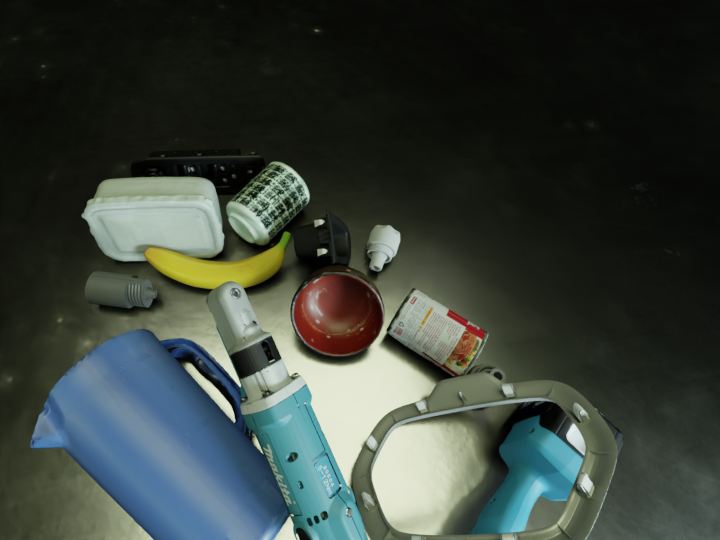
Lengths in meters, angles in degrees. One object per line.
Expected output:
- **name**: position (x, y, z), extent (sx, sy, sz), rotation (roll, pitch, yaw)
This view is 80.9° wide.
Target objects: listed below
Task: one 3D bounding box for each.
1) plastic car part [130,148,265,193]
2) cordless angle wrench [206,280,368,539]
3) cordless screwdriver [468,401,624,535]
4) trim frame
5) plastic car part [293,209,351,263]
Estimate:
- **plastic car part**: position (-0.247, -0.158, 0.648), extent (0.201, 0.064, 0.069), rotation (-5, 52, -5)
- **cordless angle wrench**: position (-0.030, 0.203, 0.348), extent (0.072, 0.100, 0.428), rotation (-18, 80, -50)
- **cordless screwdriver**: position (0.154, 0.219, 0.391), extent (0.076, 0.156, 0.246), rotation (43, 65, 12)
- **trim frame**: position (0.097, 0.173, 0.398), extent (0.255, 0.027, 0.185), rotation (-23, 24, 28)
- **plastic car part**: position (-0.055, -0.036, 0.566), extent (0.072, 0.114, 0.066), rotation (-6, 86, 8)
